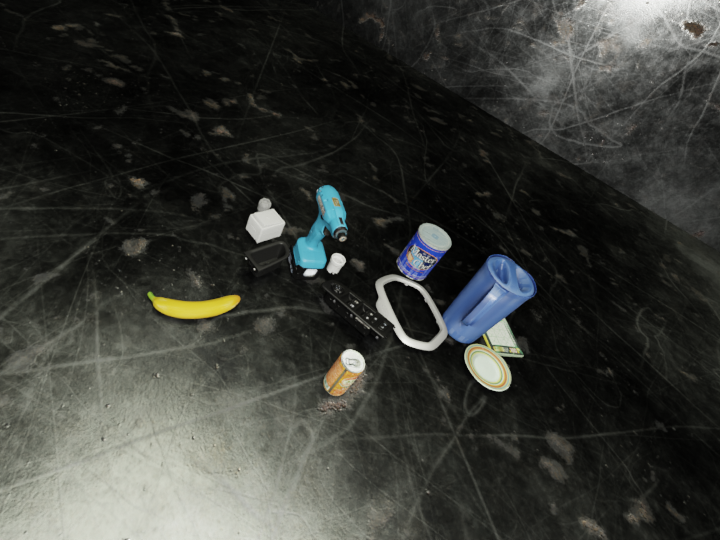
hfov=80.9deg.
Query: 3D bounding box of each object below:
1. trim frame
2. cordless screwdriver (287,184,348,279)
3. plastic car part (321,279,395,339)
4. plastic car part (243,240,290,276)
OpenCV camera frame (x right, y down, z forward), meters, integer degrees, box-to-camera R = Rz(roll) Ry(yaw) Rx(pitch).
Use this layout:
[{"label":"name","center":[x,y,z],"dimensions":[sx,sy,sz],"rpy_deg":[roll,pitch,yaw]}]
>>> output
[{"label":"trim frame","center":[0.131,0.107,1.133],"dimensions":[0.177,0.027,0.260],"rpy_deg":[0,48,-27]},{"label":"cordless screwdriver","center":[-0.100,-0.066,1.024],"dimensions":[0.071,0.248,0.166],"rpy_deg":[4,47,-28]},{"label":"plastic car part","center":[-0.015,0.098,1.037],"dimensions":[0.209,0.066,0.065],"rpy_deg":[41,42,16]},{"label":"plastic car part","center":[-0.230,-0.022,1.047],"dimensions":[0.113,0.070,0.068],"rpy_deg":[-24,63,-42]}]
